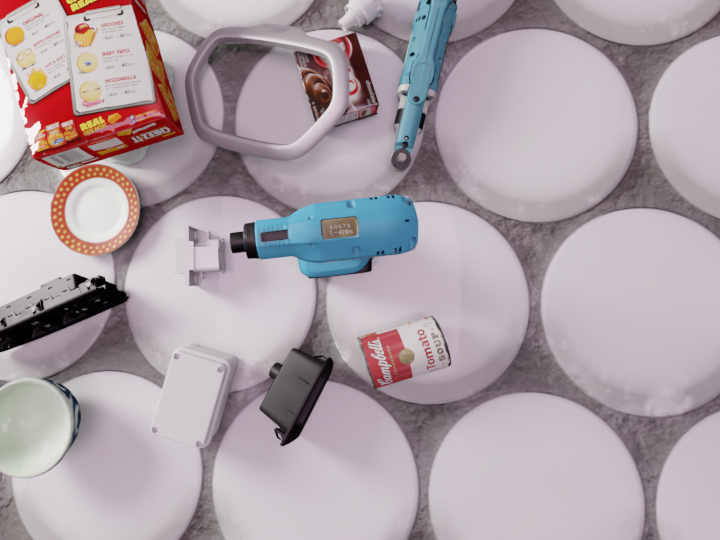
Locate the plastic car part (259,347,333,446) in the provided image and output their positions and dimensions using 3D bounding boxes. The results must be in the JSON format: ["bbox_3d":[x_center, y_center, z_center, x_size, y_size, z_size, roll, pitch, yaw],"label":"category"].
[{"bbox_3d":[-0.089,0.153,0.551,0.073,0.064,0.117,23,84,16],"label":"plastic car part"}]

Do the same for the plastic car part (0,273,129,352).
[{"bbox_3d":[-0.428,0.052,0.572,0.203,0.065,0.069,-27,77,0],"label":"plastic car part"}]

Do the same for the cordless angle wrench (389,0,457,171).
[{"bbox_3d":[0.100,-0.339,0.567,0.075,0.098,0.422,14,91,0],"label":"cordless angle wrench"}]

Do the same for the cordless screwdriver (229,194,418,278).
[{"bbox_3d":[-0.045,-0.030,0.463,0.158,0.249,0.074,-6,89,-6],"label":"cordless screwdriver"}]

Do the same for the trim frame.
[{"bbox_3d":[-0.133,-0.247,0.574,0.257,0.027,0.184,17,93,18],"label":"trim frame"}]
